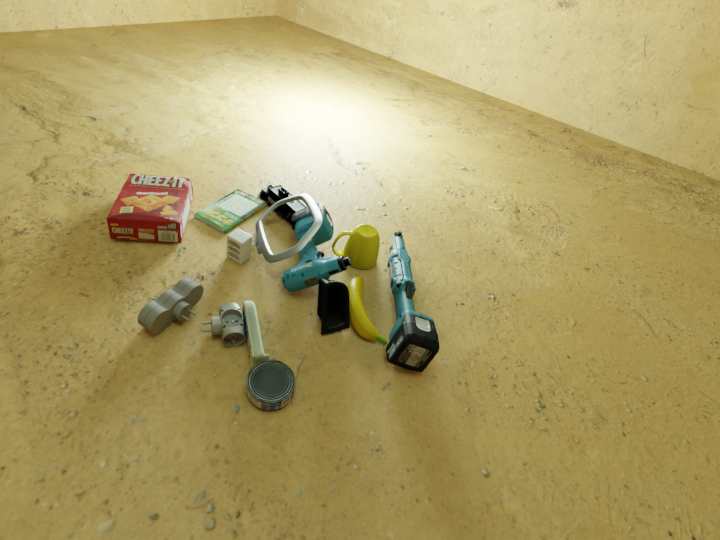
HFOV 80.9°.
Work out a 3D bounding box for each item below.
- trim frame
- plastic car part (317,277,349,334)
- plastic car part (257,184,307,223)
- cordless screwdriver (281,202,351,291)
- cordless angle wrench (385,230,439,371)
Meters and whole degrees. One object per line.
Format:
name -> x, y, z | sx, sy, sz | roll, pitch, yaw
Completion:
trim frame -> -0.183, -0.108, 1.038 | 0.184, 0.026, 0.261 | -33, 41, 2
plastic car part -> -0.065, 0.064, 0.889 | 0.064, 0.114, 0.075 | -10, 21, -27
plastic car part -> -0.206, -0.189, 1.186 | 0.064, 0.066, 0.213 | -16, 49, -41
cordless screwdriver -> -0.098, -0.064, 1.002 | 0.162, 0.071, 0.256 | -20, 39, 16
cordless angle wrench -> 0.098, 0.036, 0.974 | 0.073, 0.097, 0.434 | 18, 34, -13
